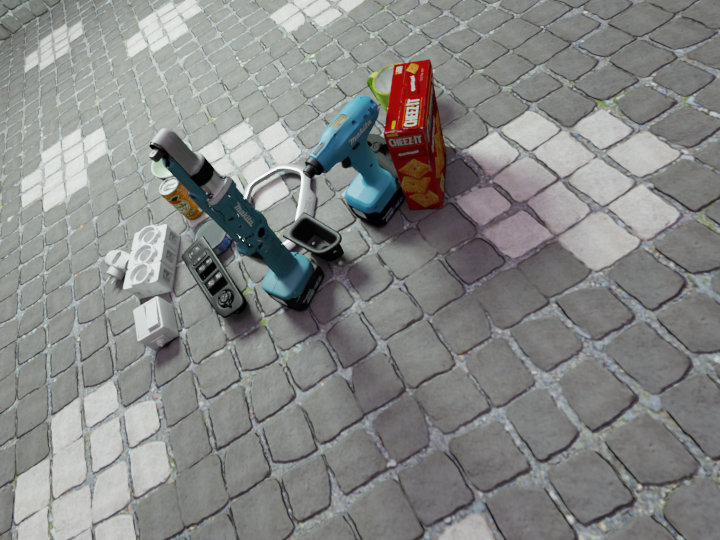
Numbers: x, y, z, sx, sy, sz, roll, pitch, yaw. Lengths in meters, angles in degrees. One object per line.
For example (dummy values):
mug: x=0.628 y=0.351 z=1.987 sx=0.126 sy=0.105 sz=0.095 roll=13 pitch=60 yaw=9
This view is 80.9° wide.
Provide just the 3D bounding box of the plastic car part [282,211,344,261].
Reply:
plastic car part: x=-0.079 y=-0.052 z=0.811 sx=0.123 sy=0.067 sz=0.066 roll=31 pitch=76 yaw=32

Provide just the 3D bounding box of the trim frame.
trim frame: x=-0.188 y=-0.135 z=0.928 sx=0.190 sy=0.026 sz=0.254 roll=-5 pitch=60 yaw=19

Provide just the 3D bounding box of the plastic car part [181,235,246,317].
plastic car part: x=-0.291 y=0.021 z=0.856 sx=0.066 sy=0.064 sz=0.214 roll=-40 pitch=55 yaw=-5

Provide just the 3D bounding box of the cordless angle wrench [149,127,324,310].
cordless angle wrench: x=-0.172 y=-0.062 z=0.649 sx=0.078 sy=0.402 sz=0.098 roll=19 pitch=69 yaw=27

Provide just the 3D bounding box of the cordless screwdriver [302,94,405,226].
cordless screwdriver: x=-0.008 y=-0.163 z=0.743 sx=0.078 sy=0.236 sz=0.159 roll=32 pitch=76 yaw=31
